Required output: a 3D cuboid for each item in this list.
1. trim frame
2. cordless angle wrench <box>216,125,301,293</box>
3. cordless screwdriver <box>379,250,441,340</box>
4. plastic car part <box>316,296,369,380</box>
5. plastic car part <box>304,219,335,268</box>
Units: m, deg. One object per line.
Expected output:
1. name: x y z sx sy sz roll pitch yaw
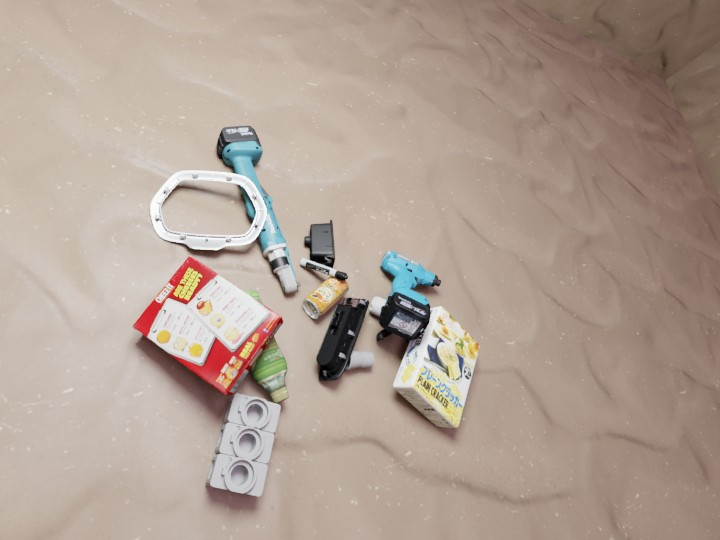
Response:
1. trim frame: -0.330 -0.133 0.923 0.245 0.027 0.187 4 75 -9
2. cordless angle wrench: -0.233 -0.144 0.989 0.094 0.075 0.433 -13 72 -31
3. cordless screwdriver: 0.123 0.056 0.988 0.157 0.074 0.253 22 31 -7
4. plastic car part: -0.043 0.138 0.910 0.069 0.063 0.205 1 56 28
5. plastic car part: -0.099 -0.065 1.017 0.070 0.065 0.120 -2 61 -12
